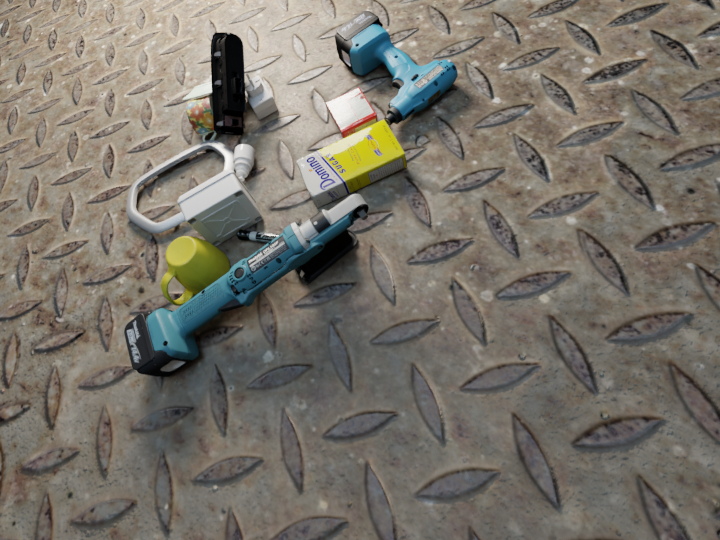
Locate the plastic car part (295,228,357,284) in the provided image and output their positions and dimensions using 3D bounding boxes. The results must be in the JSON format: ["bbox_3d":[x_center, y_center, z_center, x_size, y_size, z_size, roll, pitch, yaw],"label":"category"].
[{"bbox_3d":[-0.067,-0.044,0.685,0.116,0.068,0.069,-38,65,-2],"label":"plastic car part"}]

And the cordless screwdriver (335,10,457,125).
[{"bbox_3d":[0.043,-0.390,0.822,0.158,0.071,0.260,-41,65,-6],"label":"cordless screwdriver"}]

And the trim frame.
[{"bbox_3d":[-0.362,-0.173,0.854,0.249,0.026,0.192,-31,62,1],"label":"trim frame"}]

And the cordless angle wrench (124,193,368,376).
[{"bbox_3d":[-0.170,0.014,0.642,0.426,0.071,0.102,-34,62,9],"label":"cordless angle wrench"}]

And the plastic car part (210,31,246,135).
[{"bbox_3d":[-0.260,-0.378,0.841,0.070,0.064,0.202,1,95,58],"label":"plastic car part"}]
